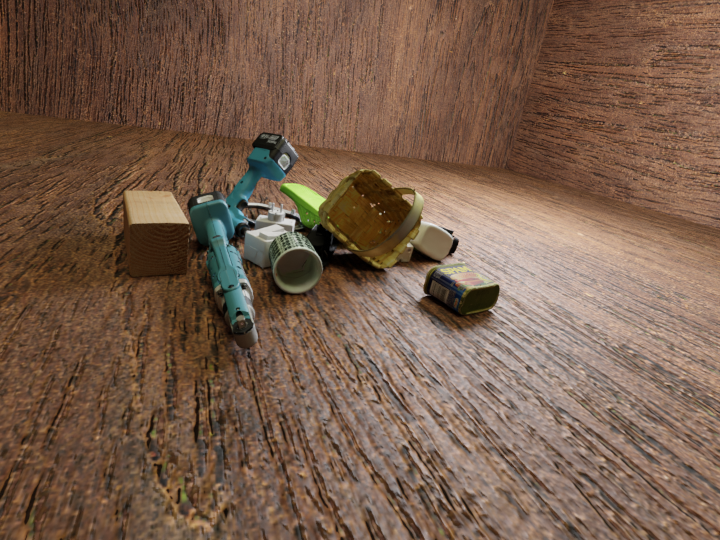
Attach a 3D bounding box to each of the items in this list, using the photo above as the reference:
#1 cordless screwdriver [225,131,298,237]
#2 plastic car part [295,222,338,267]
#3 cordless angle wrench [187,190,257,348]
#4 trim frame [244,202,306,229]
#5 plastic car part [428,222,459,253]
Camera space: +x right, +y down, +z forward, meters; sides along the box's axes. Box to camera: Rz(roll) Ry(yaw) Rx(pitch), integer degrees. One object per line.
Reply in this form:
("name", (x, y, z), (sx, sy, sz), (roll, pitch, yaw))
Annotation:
("cordless screwdriver", (-0.234, -0.187, 0.942), (0.168, 0.248, 0.070), (28, -13, 39))
("plastic car part", (-0.084, -0.055, 0.863), (0.067, 0.066, 0.204), (17, 24, 0))
("cordless angle wrench", (-0.219, -0.015, 0.676), (0.073, 0.094, 0.445), (-18, 33, -16))
("trim frame", (-0.244, -0.143, 1.069), (0.260, 0.027, 0.179), (20, 25, 24))
("plastic car part", (0.190, -0.074, 1.023), (0.067, 0.066, 0.123), (14, 11, -35))
